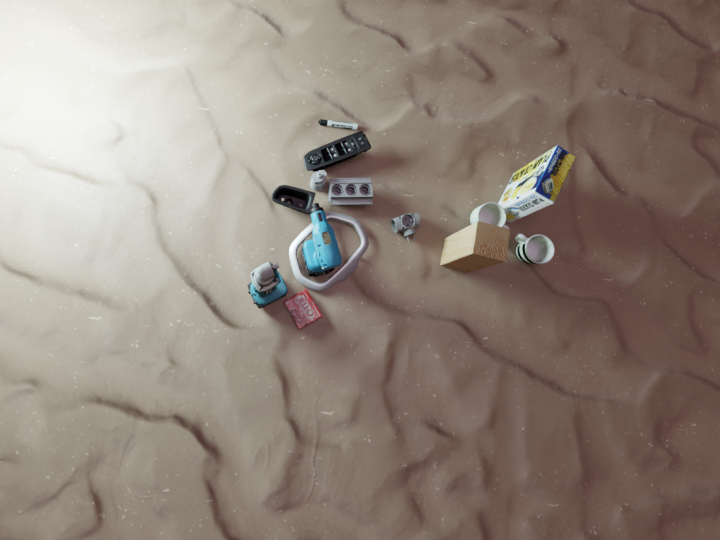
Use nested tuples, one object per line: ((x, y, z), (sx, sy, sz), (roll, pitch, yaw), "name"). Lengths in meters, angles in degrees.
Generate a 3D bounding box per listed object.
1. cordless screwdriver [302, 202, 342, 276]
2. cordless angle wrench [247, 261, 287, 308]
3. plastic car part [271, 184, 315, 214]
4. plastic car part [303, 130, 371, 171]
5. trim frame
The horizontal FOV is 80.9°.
((-0.107, -0.070, 1.095), (0.073, 0.250, 0.161), (-14, 84, -13), "cordless screwdriver")
((-0.217, 0.028, 0.974), (0.097, 0.425, 0.075), (-27, 88, -14), "cordless angle wrench")
((-0.194, -0.199, 1.202), (0.116, 0.071, 0.066), (16, 78, -5), "plastic car part")
((-0.075, -0.343, 1.247), (0.201, 0.067, 0.067), (-23, 85, -11), "plastic car part")
((-0.090, -0.056, 1.207), (0.185, 0.027, 0.247), (44, 78, 3), "trim frame")
